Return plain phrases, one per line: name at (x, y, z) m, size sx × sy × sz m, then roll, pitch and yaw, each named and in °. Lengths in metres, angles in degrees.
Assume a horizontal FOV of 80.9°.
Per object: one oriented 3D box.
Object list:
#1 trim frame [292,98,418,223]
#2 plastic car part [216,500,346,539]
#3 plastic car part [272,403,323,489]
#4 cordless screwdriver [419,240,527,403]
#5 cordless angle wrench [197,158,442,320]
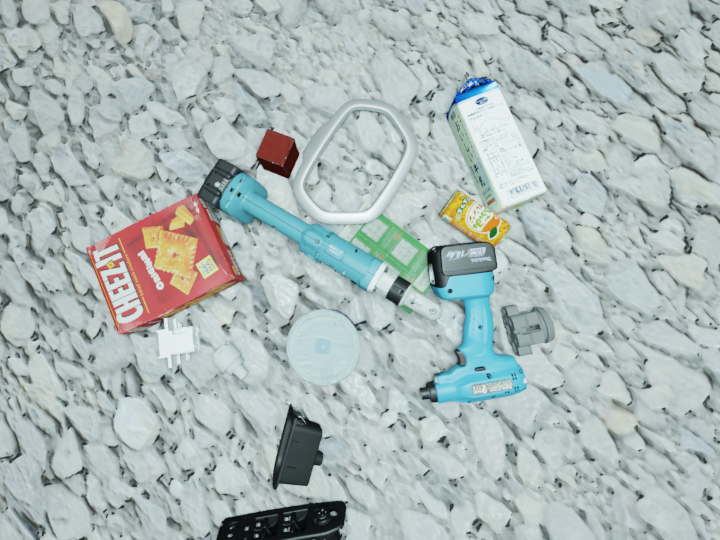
trim frame at (-0.011, -0.191, 0.738) m, size 0.188 × 0.027 × 0.248 m, roll 29°, pitch 84°, yaw 11°
plastic car part at (-0.116, 0.408, 0.647) m, size 0.203 × 0.066 × 0.067 m, roll -15°, pitch 93°, yaw 2°
plastic car part at (-0.093, 0.284, 0.669) m, size 0.070 × 0.067 × 0.117 m, roll 12°, pitch 86°, yaw -11°
cordless screwdriver at (0.152, 0.082, 0.662) m, size 0.160 × 0.074 × 0.249 m, roll -12°, pitch 90°, yaw 2°
cordless angle wrench at (-0.065, -0.042, 0.663) m, size 0.436 × 0.095 × 0.074 m, roll 31°, pitch 88°, yaw 15°
